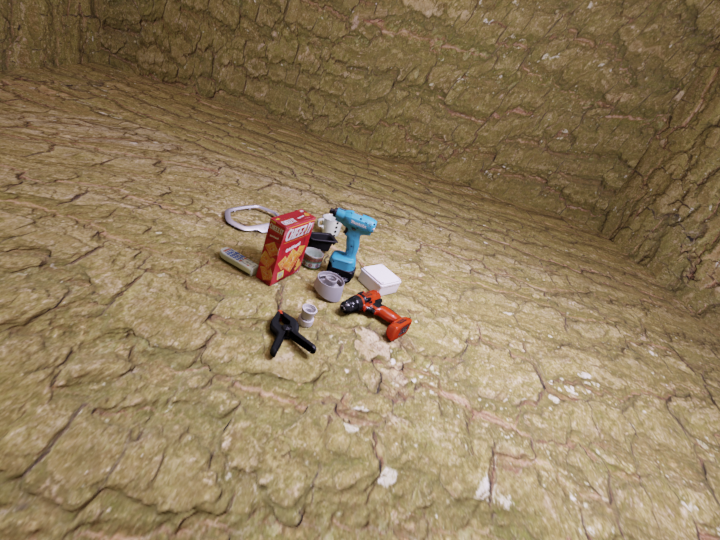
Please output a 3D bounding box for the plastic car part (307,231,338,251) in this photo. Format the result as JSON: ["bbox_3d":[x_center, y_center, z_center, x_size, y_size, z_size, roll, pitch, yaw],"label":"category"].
[{"bbox_3d":[-0.155,-0.101,1.585,0.111,0.070,0.070,0,34,-33],"label":"plastic car part"}]

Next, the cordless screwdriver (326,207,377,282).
[{"bbox_3d":[-0.059,-0.090,1.435,0.160,0.246,0.075,22,27,2],"label":"cordless screwdriver"}]

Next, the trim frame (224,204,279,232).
[{"bbox_3d":[-0.417,-0.205,1.654,0.193,0.027,0.239,35,32,28],"label":"trim frame"}]
